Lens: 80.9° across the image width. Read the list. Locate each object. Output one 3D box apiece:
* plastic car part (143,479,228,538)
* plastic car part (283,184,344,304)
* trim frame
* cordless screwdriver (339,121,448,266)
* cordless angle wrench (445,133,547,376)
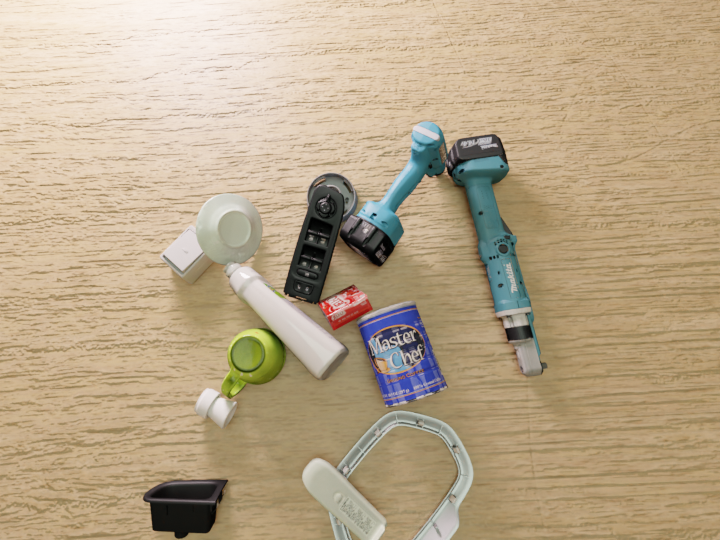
[{"bbox_3d":[-0.265,0.366,0.642,0.117,0.065,0.071,-5,88,3],"label":"plastic car part"},{"bbox_3d":[-0.073,-0.048,0.745,0.068,0.066,0.202,18,100,13],"label":"plastic car part"},{"bbox_3d":[0.061,0.339,0.652,0.189,0.027,0.247,42,77,13],"label":"trim frame"},{"bbox_3d":[0.074,-0.127,0.757,0.078,0.152,0.249,34,90,22],"label":"cordless screwdriver"},{"bbox_3d":[0.243,-0.033,0.743,0.098,0.073,0.431,-9,75,-2],"label":"cordless angle wrench"}]
